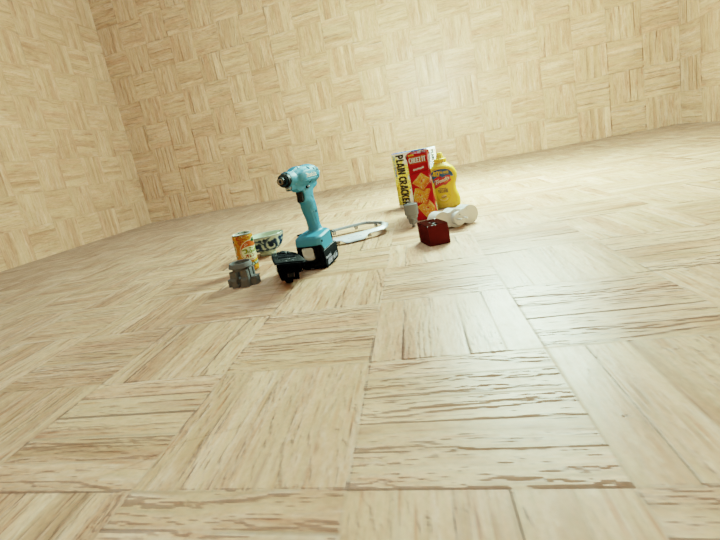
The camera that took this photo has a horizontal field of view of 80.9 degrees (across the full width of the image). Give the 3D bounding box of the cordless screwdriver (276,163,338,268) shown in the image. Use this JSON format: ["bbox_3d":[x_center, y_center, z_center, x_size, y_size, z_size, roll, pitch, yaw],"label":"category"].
[{"bbox_3d":[-0.130,-0.124,1.005,0.077,0.245,0.156,-6,14,23],"label":"cordless screwdriver"}]

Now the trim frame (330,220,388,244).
[{"bbox_3d":[-0.035,-0.115,1.304,0.247,0.027,0.189,-14,16,-7],"label":"trim frame"}]

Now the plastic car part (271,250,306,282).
[{"bbox_3d":[-0.166,-0.011,0.967,0.065,0.066,0.210,-14,16,-12],"label":"plastic car part"}]

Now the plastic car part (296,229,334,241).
[{"bbox_3d":[-0.111,-0.073,1.134,0.064,0.070,0.122,-19,17,-31],"label":"plastic car part"}]
